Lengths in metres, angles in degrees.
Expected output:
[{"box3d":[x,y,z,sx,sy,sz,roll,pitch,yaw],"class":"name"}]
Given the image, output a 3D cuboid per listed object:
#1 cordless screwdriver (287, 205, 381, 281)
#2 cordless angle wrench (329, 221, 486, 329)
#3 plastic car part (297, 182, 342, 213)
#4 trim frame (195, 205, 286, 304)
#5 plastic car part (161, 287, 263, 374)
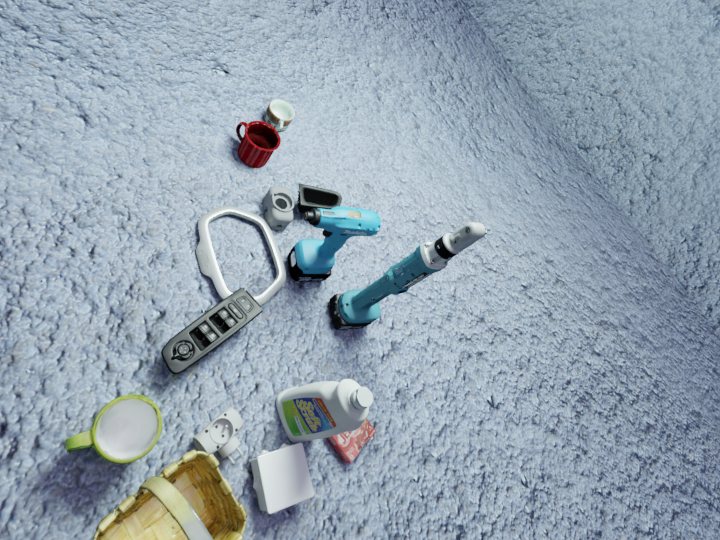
[{"box3d":[-0.087,-0.057,0.892,0.152,0.252,0.076,4,64,-32],"class":"cordless screwdriver"},{"box3d":[0.075,0.017,0.828,0.094,0.429,0.076,3,65,-33],"class":"cordless angle wrench"},{"box3d":[-0.112,-0.167,1.062,0.112,0.072,0.068,8,60,-28],"class":"plastic car part"},{"box3d":[-0.261,-0.036,0.922,0.177,0.028,0.255,-11,68,-35],"class":"trim frame"},{"box3d":[-0.282,0.115,0.792,0.067,0.068,0.199,49,50,0],"class":"plastic car part"}]
